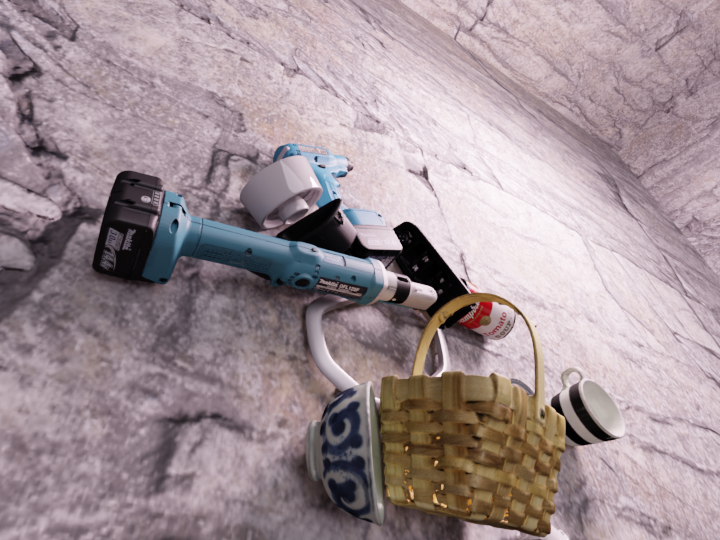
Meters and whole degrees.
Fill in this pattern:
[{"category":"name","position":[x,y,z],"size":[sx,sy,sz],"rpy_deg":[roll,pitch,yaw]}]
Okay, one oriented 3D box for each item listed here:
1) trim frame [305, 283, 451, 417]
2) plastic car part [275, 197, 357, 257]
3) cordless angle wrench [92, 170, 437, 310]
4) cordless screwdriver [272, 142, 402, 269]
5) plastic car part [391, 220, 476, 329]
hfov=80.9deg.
[{"category":"trim frame","position":[0.031,0.091,0.566],"size":[0.238,0.028,0.191],"rpy_deg":[-10,61,-42]},{"category":"plastic car part","position":[-0.054,-0.036,0.557],"size":[0.068,0.119,0.067],"rpy_deg":[50,29,-29]},{"category":"cordless angle wrench","position":[-0.074,-0.005,0.501],"size":[0.405,0.098,0.077],"rpy_deg":[14,44,-27]},{"category":"cordless screwdriver","position":[-0.024,-0.105,0.672],"size":[0.152,0.074,0.259],"rpy_deg":[-5,53,-42]},{"category":"plastic car part","position":[0.109,-0.001,0.667],"size":[0.063,0.067,0.213],"rpy_deg":[20,30,-46]}]
